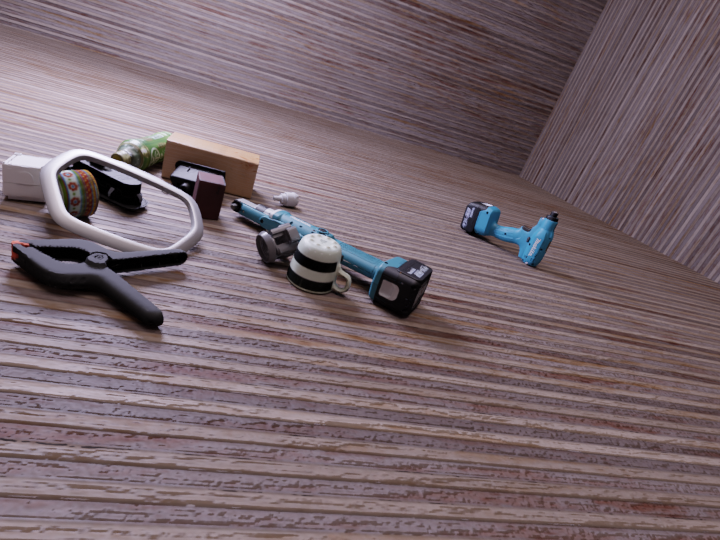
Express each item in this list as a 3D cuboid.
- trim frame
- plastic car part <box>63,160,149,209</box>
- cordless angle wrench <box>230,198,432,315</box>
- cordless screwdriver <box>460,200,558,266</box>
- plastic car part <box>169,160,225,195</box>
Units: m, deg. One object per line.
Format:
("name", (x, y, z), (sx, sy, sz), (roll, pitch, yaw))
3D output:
("trim frame", (-0.365, -0.103, 0.666), (0.237, 0.028, 0.190), (21, 44, -29))
("plastic car part", (-0.478, -0.172, 0.792), (0.209, 0.067, 0.065), (29, 18, 16))
("cordless angle wrench", (-0.079, -0.052, 0.806), (0.441, 0.073, 0.095), (26, 24, 22))
("cordless screwdriver", (0.430, -0.137, 1.228), (0.263, 0.157, 0.071), (34, 27, 34))
("plastic car part", (-0.360, -0.189, 0.917), (0.116, 0.065, 0.072), (15, 38, -1))
